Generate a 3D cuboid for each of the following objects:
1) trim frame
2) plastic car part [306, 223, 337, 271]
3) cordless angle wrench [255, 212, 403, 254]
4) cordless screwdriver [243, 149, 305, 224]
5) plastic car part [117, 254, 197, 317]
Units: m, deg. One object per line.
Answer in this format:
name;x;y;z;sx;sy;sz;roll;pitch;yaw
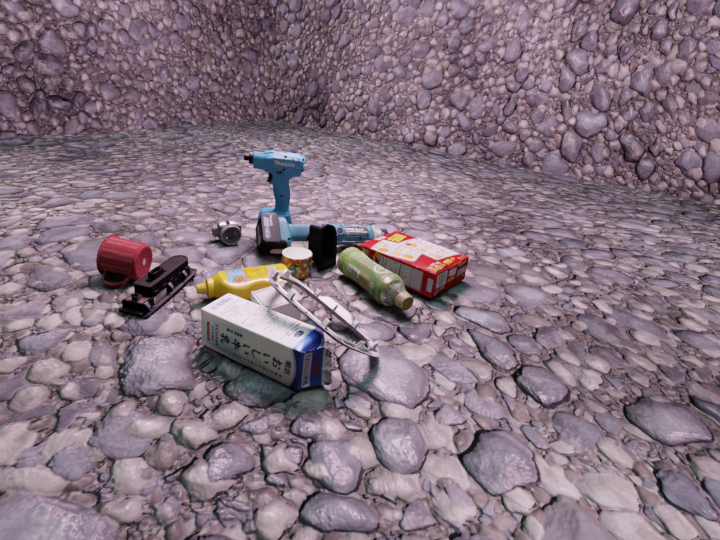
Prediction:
trim frame;-0.066;0.068;0.746;0.258;0.027;0.177;35;4;19
plastic car part;-0.102;-0.067;1.043;0.075;0.114;0.064;17;25;37
cordless angle wrench;-0.067;-0.095;1.142;0.409;0.075;0.100;0;68;-22
cordless screwdriver;-0.244;-0.200;1.141;0.156;0.245;0.077;6;23;-13
plastic car part;-0.414;0.020;0.877;0.068;0.065;0.203;3;22;10
